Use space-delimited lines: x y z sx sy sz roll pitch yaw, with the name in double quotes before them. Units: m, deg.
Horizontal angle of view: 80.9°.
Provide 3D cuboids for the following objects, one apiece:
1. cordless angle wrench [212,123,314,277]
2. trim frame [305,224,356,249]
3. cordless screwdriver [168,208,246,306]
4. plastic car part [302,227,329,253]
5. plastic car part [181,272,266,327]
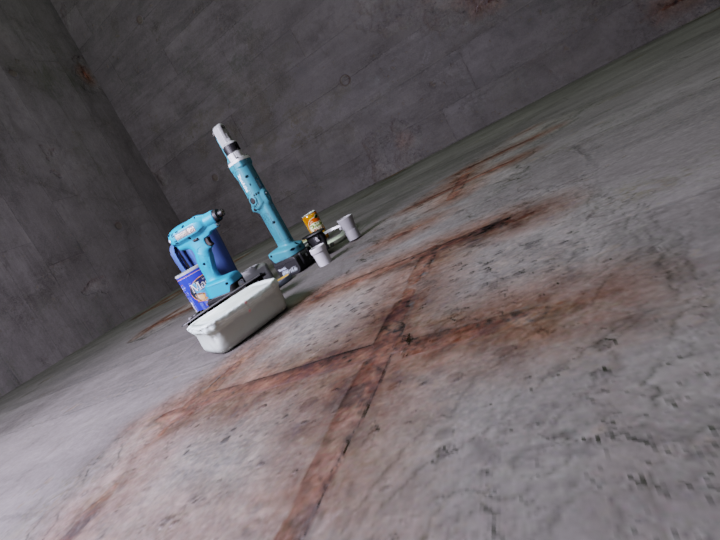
"cordless angle wrench" -0.259 -0.183 1.084 0.101 0.418 0.073 -23 9 38
"trim frame" -0.099 -0.101 1.310 0.187 0.027 0.249 -26 12 12
"cordless screwdriver" -0.355 -0.024 1.053 0.162 0.246 0.074 -26 7 17
"plastic car part" -0.109 -0.071 1.112 0.066 0.070 0.119 -29 11 -5
"plastic car part" -0.282 0.078 0.903 0.202 0.066 0.067 -29 9 -3
